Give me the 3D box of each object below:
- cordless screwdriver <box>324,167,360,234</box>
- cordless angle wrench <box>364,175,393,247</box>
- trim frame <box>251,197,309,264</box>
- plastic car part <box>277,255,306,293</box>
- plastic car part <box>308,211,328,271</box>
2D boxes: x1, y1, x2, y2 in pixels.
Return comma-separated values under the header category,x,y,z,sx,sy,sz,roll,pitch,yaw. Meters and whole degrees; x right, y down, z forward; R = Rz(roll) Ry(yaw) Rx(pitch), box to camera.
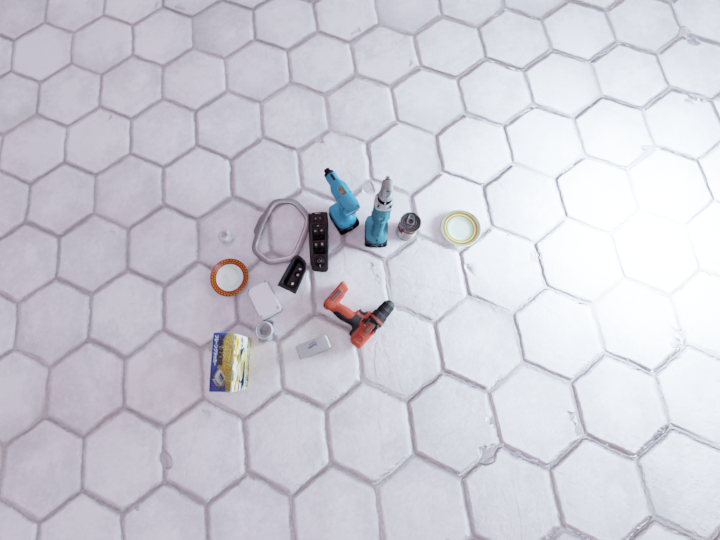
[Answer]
category,x,y,z,sx,sy,sz,roll,pitch,yaw
cordless screwdriver,-0.065,-0.217,1.347,0.074,0.244,0.163,-30,79,-8
cordless angle wrench,0.059,-0.164,1.237,0.074,0.416,0.099,2,77,-2
trim frame,-0.273,-0.136,1.448,0.187,0.027,0.250,17,76,7
plastic car part,-0.212,0.016,1.380,0.067,0.070,0.117,25,77,6
plastic car part,-0.138,-0.090,1.408,0.066,0.066,0.206,-3,74,0
